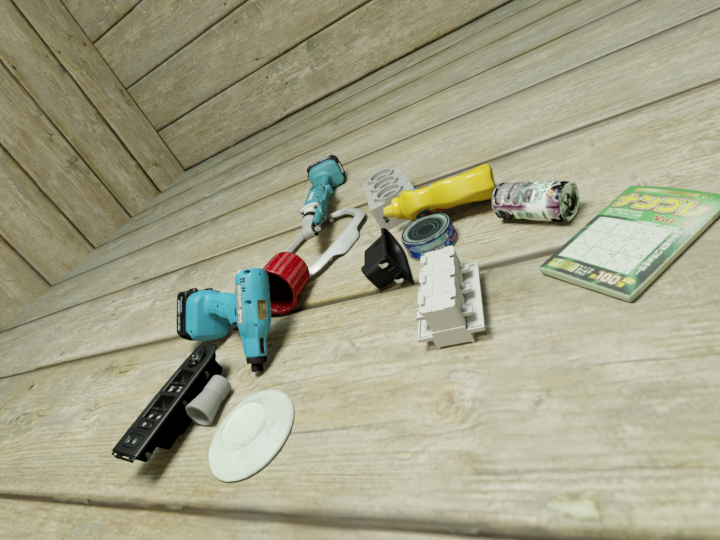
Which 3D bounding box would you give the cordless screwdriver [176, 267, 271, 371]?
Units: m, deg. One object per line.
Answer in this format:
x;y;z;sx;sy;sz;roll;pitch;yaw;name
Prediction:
-0.237;0.092;0.735;0.071;0.161;0.258;4;-12;-44;cordless screwdriver

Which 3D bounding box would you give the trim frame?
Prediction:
-0.088;-0.057;0.898;0.193;0.026;0.247;-2;39;44;trim frame

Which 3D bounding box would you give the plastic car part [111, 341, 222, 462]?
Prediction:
-0.271;0.197;0.637;0.069;0.064;0.204;-19;34;39;plastic car part

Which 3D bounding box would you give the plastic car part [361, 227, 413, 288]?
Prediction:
0.033;-0.013;0.685;0.071;0.064;0.119;-40;22;16;plastic car part

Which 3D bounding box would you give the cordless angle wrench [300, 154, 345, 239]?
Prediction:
-0.101;-0.178;1.024;0.100;0.071;0.432;-24;27;15;cordless angle wrench
